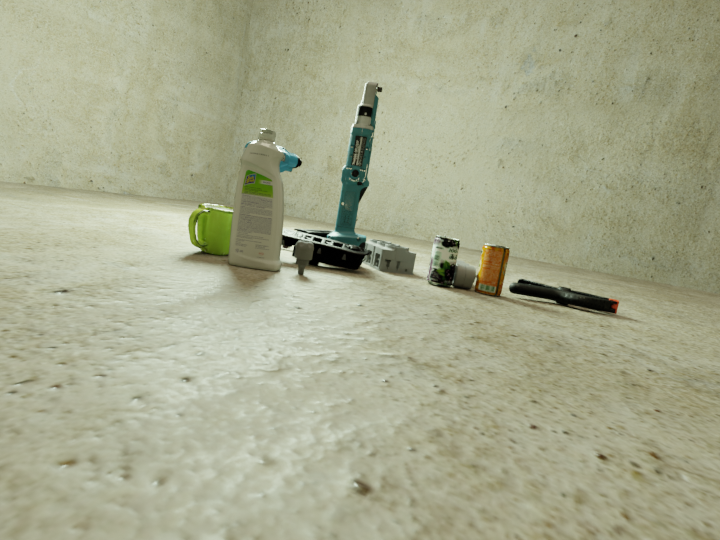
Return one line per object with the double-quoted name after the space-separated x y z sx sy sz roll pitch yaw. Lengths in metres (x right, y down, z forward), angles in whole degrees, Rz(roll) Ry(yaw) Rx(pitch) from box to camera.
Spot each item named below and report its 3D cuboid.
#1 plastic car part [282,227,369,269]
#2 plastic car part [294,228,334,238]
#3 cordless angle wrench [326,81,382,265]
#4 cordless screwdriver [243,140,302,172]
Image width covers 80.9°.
-0.082 -0.042 0.914 0.204 0.067 0.066 9 7 2 "plastic car part"
-0.103 -0.067 1.051 0.111 0.070 0.069 3 9 -37 "plastic car part"
-0.011 -0.221 0.979 0.098 0.421 0.074 10 6 0 "cordless angle wrench"
-0.210 -0.164 0.980 0.078 0.247 0.152 14 8 36 "cordless screwdriver"
